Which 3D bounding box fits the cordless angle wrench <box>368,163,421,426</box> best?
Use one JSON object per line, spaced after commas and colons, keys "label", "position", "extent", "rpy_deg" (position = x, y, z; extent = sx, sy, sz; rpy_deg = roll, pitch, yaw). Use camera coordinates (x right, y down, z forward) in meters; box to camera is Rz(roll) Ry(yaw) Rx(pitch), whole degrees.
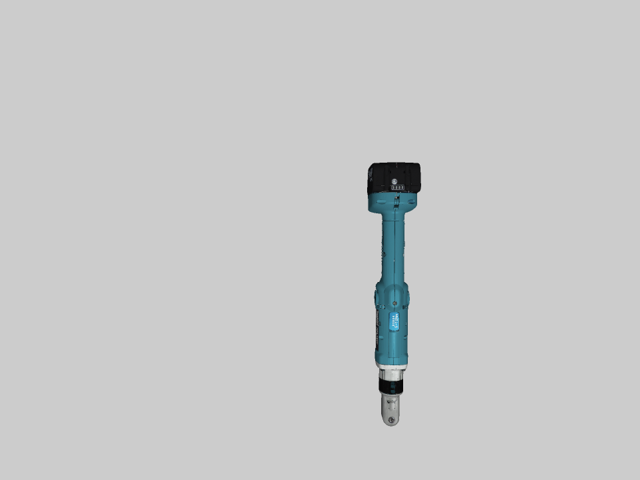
{"label": "cordless angle wrench", "position": [0.115, 0.092, 0.686], "extent": [0.074, 0.423, 0.098], "rpy_deg": [0, 2, 0]}
